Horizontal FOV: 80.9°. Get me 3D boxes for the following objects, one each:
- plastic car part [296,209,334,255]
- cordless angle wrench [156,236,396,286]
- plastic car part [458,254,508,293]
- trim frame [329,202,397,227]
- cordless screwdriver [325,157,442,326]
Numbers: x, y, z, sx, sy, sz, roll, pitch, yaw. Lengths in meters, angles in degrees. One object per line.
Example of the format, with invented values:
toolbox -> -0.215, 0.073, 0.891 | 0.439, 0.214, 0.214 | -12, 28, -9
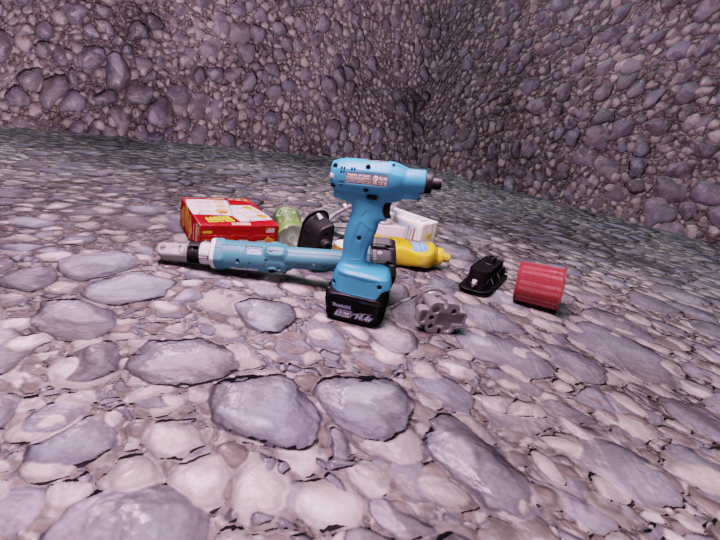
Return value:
plastic car part -> -0.081, -0.053, 0.829 | 0.063, 0.115, 0.075 | -1, 28, -31
cordless angle wrench -> -0.153, -0.022, 0.756 | 0.423, 0.076, 0.096 | 4, -24, 0
plastic car part -> 0.272, 0.005, 0.910 | 0.069, 0.066, 0.197 | 27, 28, 24
trim frame -> -0.006, -0.156, 1.119 | 0.181, 0.026, 0.261 | -41, 29, -28
cordless screwdriver -> 0.027, -0.041, 0.642 | 0.162, 0.245, 0.074 | 8, 17, 9
